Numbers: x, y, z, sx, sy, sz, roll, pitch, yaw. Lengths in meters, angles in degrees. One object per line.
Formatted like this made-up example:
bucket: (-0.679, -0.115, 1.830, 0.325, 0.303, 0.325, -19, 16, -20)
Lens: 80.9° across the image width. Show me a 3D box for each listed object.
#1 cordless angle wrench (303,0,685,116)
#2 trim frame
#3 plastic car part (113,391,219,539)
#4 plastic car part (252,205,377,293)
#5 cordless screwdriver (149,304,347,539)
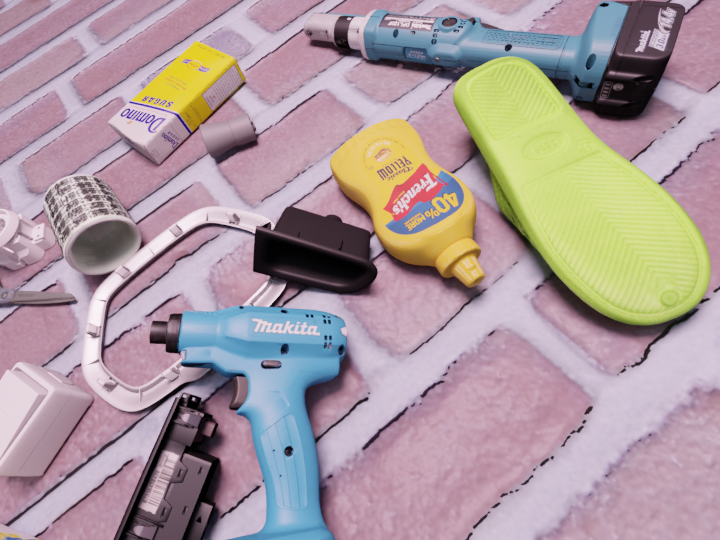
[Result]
cordless angle wrench: (0.109, -0.274, 0.505, 0.442, 0.071, 0.098, 21, 70, 25)
trim frame: (-0.189, 0.027, 0.446, 0.247, 0.026, 0.193, -40, 62, -10)
plastic car part: (-0.158, 0.206, 0.329, 0.067, 0.066, 0.204, 23, 67, -4)
plastic car part: (-0.041, -0.027, 0.416, 0.116, 0.065, 0.072, 13, 51, -2)
cordless screwdriver: (-0.083, 0.143, 0.303, 0.155, 0.074, 0.256, 4, 58, -16)
